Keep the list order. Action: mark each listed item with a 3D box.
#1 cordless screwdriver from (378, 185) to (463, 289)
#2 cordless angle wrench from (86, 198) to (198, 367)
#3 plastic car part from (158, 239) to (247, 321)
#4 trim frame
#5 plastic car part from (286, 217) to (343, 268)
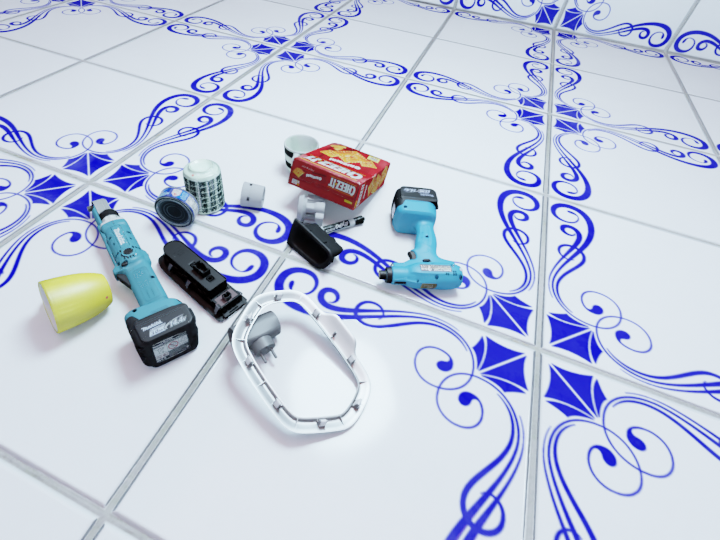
[{"bbox_3d":[0.104,-0.068,0.881,0.158,0.072,0.257,0,50,-7],"label":"cordless screwdriver"},{"bbox_3d":[-0.421,-0.014,0.774,0.095,0.072,0.446,-24,51,-28],"label":"cordless angle wrench"},{"bbox_3d":[-0.301,0.006,0.774,0.212,0.065,0.065,32,57,25],"label":"plastic car part"},{"bbox_3d":[-0.089,0.133,0.661,0.179,0.027,0.258,-26,65,-37],"label":"trim frame"},{"bbox_3d":[-0.084,-0.055,0.860,0.121,0.065,0.069,39,38,22],"label":"plastic car part"}]
